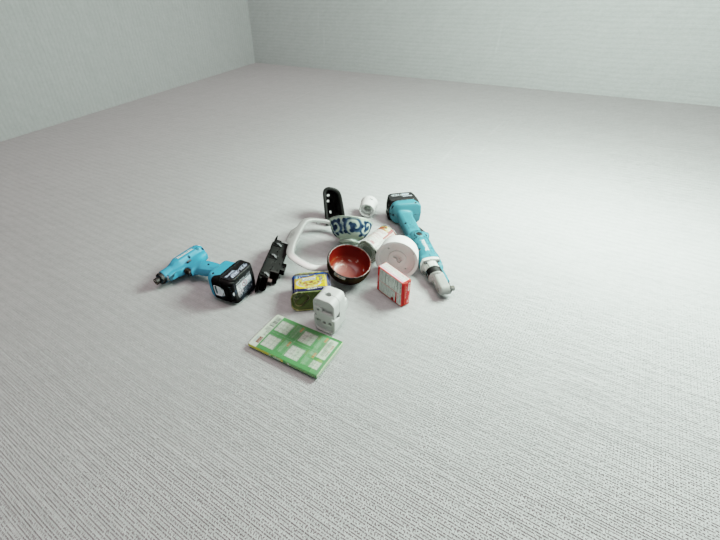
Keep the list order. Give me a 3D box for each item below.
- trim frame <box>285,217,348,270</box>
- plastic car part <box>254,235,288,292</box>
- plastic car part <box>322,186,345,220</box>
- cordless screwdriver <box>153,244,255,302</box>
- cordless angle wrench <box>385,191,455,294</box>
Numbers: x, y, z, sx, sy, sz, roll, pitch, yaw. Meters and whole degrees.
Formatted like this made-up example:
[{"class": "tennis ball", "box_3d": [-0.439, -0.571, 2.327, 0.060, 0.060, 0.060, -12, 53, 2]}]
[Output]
[{"class": "trim frame", "box_3d": [-0.116, -0.076, 1.188, 0.184, 0.027, 0.252, 16, 40, 0]}, {"class": "plastic car part", "box_3d": [-0.229, -0.023, 1.130, 0.067, 0.065, 0.208, 7, 37, -4]}, {"class": "plastic car part", "box_3d": [-0.093, -0.209, 1.337, 0.065, 0.115, 0.073, -12, 13, -15]}, {"class": "cordless screwdriver", "box_3d": [-0.402, 0.015, 1.086, 0.261, 0.072, 0.157, 17, 41, 30]}, {"class": "cordless angle wrench", "box_3d": [0.162, -0.082, 1.173, 0.097, 0.072, 0.440, -8, 39, -7]}]
